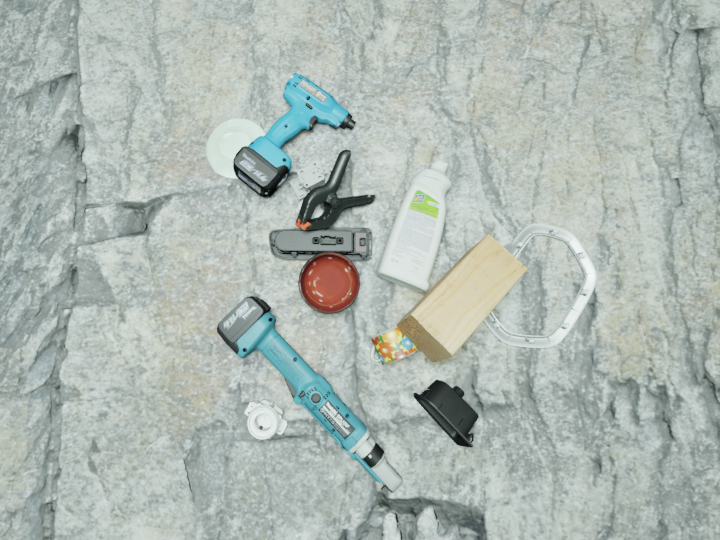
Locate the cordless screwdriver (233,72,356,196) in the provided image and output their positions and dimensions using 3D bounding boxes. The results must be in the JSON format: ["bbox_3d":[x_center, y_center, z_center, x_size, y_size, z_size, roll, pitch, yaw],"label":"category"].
[{"bbox_3d":[-0.129,-0.255,0.835,0.158,0.075,0.249,33,77,-4],"label":"cordless screwdriver"}]

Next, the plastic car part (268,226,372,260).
[{"bbox_3d":[-0.079,-0.052,0.809,0.205,0.066,0.066,0,89,5],"label":"plastic car part"}]

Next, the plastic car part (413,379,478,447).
[{"bbox_3d":[0.161,0.243,0.752,0.070,0.065,0.119,-37,79,-20],"label":"plastic car part"}]

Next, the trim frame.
[{"bbox_3d":[0.331,0.028,0.792,0.187,0.027,0.248,34,86,8],"label":"trim frame"}]

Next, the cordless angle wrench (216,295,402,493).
[{"bbox_3d":[-0.082,0.224,0.759,0.098,0.073,0.428,-44,84,-5],"label":"cordless angle wrench"}]
